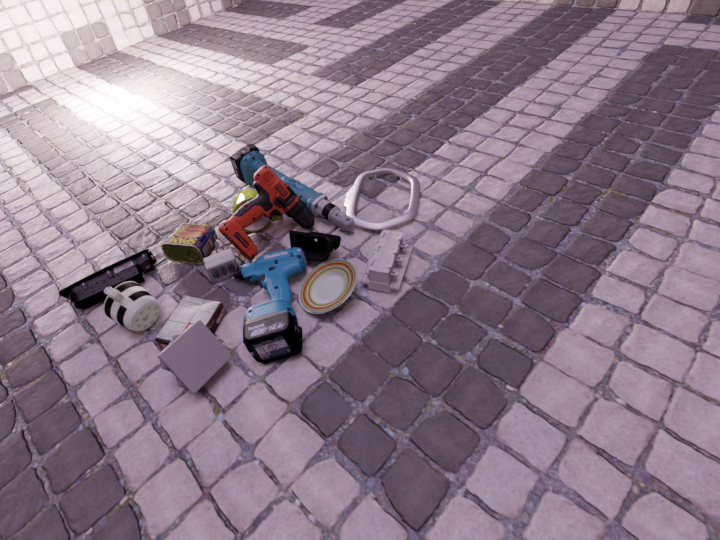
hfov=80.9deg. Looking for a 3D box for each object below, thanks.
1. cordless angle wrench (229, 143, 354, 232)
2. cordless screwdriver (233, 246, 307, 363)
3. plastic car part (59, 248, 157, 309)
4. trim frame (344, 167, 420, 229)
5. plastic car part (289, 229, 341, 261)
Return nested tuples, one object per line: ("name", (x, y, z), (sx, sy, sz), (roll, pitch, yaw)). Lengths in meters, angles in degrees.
("cordless angle wrench", (-0.176, -0.206, 1.074), (0.446, 0.094, 0.073), (34, 61, 32))
("cordless screwdriver", (-0.186, 0.058, 0.823), (0.161, 0.071, 0.257), (-15, 41, 7))
("plastic car part", (-0.550, 0.028, 0.936), (0.200, 0.065, 0.069), (-25, 72, -16))
("trim frame", (0.053, -0.181, 1.046), (0.188, 0.026, 0.253), (2, 48, 12))
("plastic car part", (-0.090, -0.059, 0.919), (0.122, 0.065, 0.069), (7, 21, 35))
